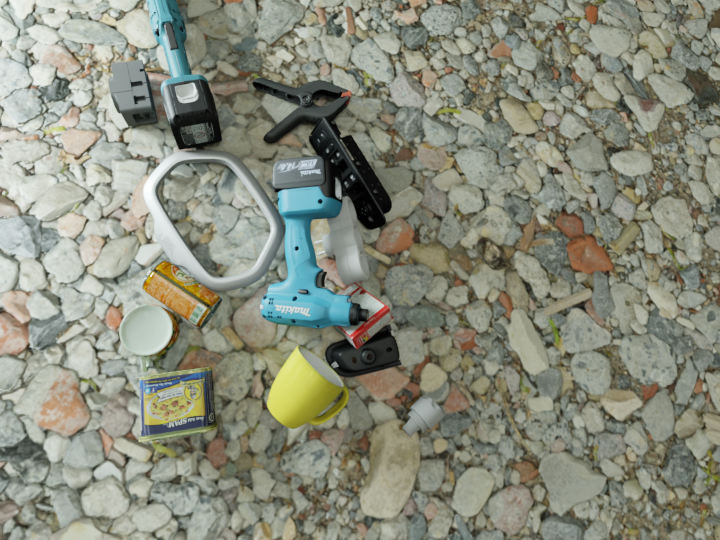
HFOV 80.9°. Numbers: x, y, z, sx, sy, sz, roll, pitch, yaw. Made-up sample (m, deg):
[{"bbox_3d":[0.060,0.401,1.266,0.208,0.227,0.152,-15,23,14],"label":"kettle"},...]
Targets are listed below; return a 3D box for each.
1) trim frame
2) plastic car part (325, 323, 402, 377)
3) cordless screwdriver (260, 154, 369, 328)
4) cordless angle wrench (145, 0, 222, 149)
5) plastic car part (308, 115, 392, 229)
[{"bbox_3d":[-0.233,-0.085,0.674,0.182,0.028,0.250,-35,86,-16],"label":"trim frame"},{"bbox_3d":[0.011,0.127,0.640,0.114,0.071,0.067,-13,82,-16],"label":"plastic car part"},{"bbox_3d":[-0.061,-0.040,0.626,0.164,0.072,0.249,2,87,17],"label":"cordless screwdriver"},{"bbox_3d":[-0.322,-0.408,0.708,0.073,0.097,0.432,-16,76,-15],"label":"cordless angle wrench"},{"bbox_3d":[-0.011,-0.161,0.713,0.065,0.067,0.206,-21,79,-41],"label":"plastic car part"}]
